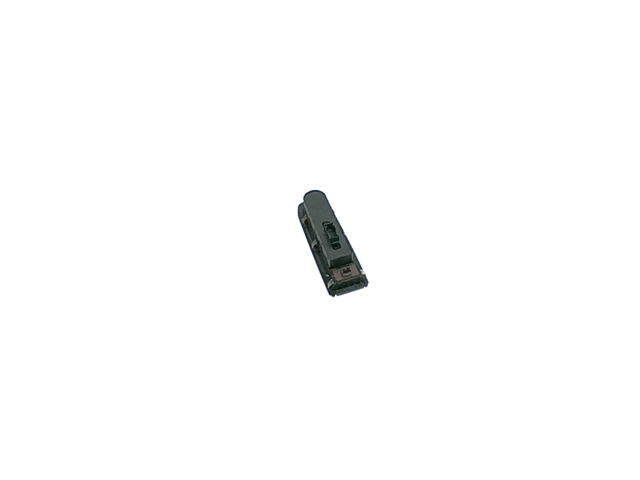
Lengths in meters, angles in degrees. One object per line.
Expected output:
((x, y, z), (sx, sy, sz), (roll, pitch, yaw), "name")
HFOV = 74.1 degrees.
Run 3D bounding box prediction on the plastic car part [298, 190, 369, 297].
((0.011, -0.008, 0.698), (0.066, 0.203, 0.067), (-21, -38, -4), "plastic car part")
